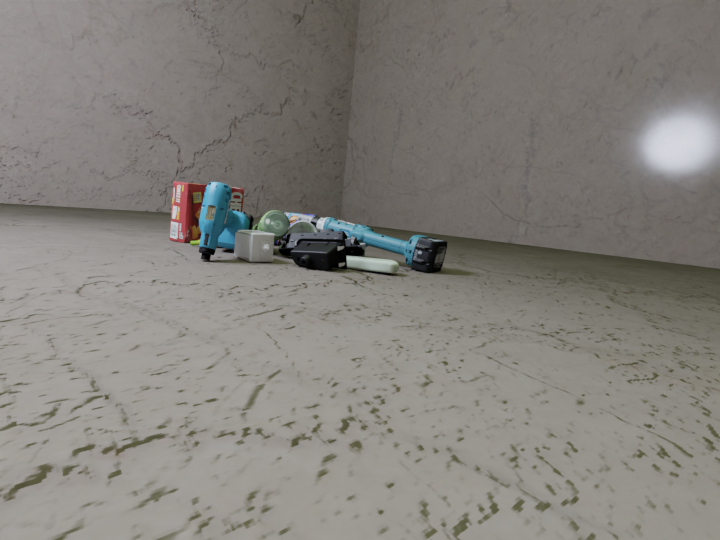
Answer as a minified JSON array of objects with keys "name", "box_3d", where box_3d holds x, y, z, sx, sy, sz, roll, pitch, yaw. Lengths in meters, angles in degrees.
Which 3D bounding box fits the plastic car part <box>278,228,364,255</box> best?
[{"name":"plastic car part","box_3d":[-0.096,-0.063,0.985,0.208,0.068,0.064,-5,-10,16]}]

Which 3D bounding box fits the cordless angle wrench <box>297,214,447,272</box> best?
[{"name":"cordless angle wrench","box_3d":[0.003,-0.089,1.084,0.445,0.074,0.094,18,12,32]}]

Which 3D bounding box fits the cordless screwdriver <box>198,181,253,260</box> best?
[{"name":"cordless screwdriver","box_3d":[-0.307,-0.087,0.955,0.074,0.160,0.247,8,-8,-3]}]

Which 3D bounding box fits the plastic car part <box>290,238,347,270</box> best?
[{"name":"plastic car part","box_3d":[-0.094,-0.028,0.871,0.121,0.064,0.070,4,20,22]}]
